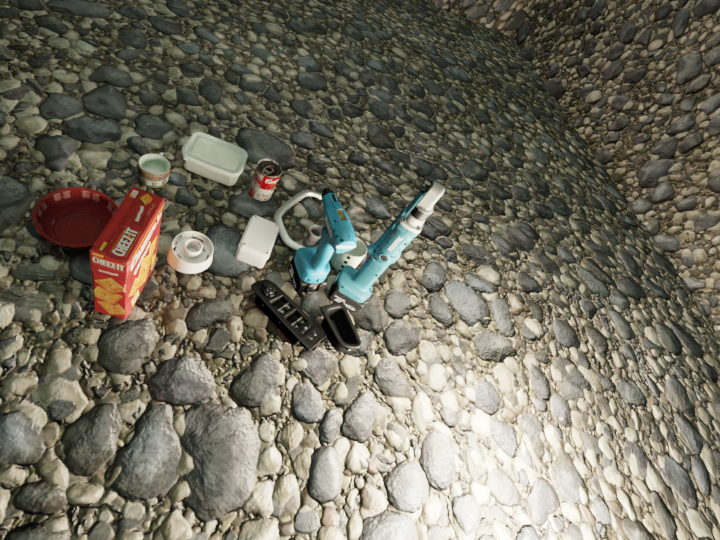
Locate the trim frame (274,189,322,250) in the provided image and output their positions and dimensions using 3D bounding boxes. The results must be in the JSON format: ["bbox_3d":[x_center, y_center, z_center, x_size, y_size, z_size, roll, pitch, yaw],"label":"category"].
[{"bbox_3d":[-0.134,-0.137,1.182,0.186,0.027,0.246,37,47,4],"label":"trim frame"}]

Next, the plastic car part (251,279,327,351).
[{"bbox_3d":[-0.169,0.102,0.950,0.208,0.067,0.065,46,48,12],"label":"plastic car part"}]

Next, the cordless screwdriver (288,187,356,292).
[{"bbox_3d":[-0.097,-0.063,0.992,0.071,0.249,0.165,0,57,-31],"label":"cordless screwdriver"}]

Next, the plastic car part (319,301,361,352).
[{"bbox_3d":[-0.054,0.141,0.975,0.063,0.071,0.121,-9,61,-34],"label":"plastic car part"}]

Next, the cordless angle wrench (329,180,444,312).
[{"bbox_3d":[0.056,-0.045,0.936,0.097,0.424,0.075,33,47,-6],"label":"cordless angle wrench"}]
